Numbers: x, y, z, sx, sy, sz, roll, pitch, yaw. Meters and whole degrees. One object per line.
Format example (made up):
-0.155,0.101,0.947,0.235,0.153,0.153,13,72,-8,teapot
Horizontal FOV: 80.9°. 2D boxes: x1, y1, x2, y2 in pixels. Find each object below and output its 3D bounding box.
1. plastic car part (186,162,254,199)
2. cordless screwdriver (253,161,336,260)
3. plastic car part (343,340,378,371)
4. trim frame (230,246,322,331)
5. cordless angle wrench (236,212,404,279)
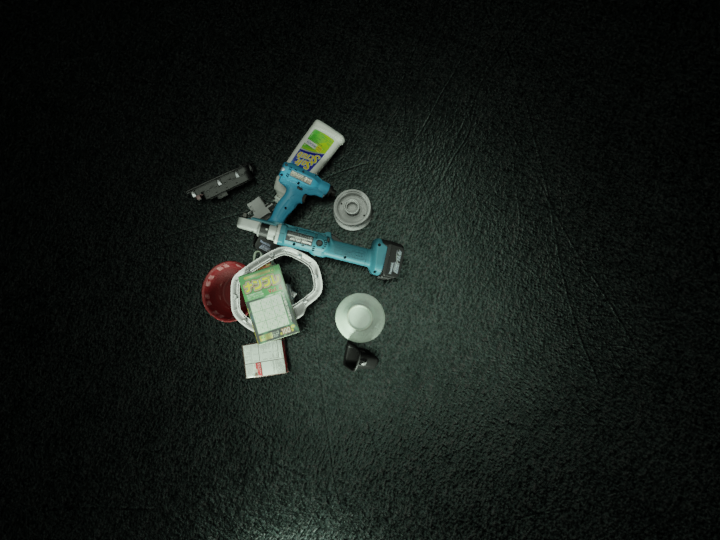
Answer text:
-0.387,-0.247,1.198,0.203,0.066,0.067,-28,91,2,plastic car part
-0.178,-0.147,1.128,0.155,0.076,0.248,23,94,-14,cordless screwdriver
0.007,0.220,1.050,0.069,0.119,0.066,12,86,-18,plastic car part
-0.216,0.049,1.077,0.247,0.027,0.185,-32,88,-6,trim frame
-0.105,-0.069,1.071,0.419,0.075,0.098,14,83,-5,cordless angle wrench
